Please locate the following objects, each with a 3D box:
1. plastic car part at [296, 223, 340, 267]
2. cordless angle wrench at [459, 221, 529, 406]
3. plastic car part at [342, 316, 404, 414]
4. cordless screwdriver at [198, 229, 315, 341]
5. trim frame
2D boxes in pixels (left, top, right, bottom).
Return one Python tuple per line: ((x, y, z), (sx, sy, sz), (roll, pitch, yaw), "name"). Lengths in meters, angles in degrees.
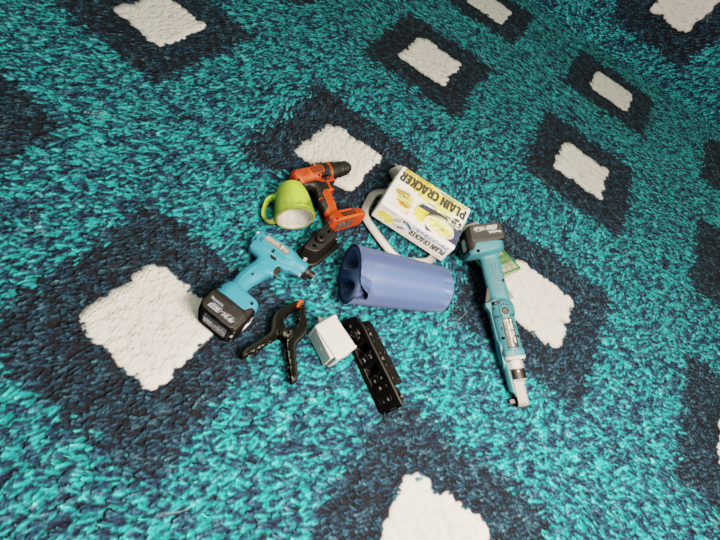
((-0.095, -0.062, 0.974), (0.067, 0.070, 0.115), (39, 52, 6), "plastic car part")
((0.329, 0.097, 0.998), (0.098, 0.073, 0.432), (-8, 73, -2), "cordless angle wrench")
((0.032, 0.184, 0.875), (0.064, 0.067, 0.209), (-15, 66, -39), "plastic car part")
((-0.209, 0.037, 0.875), (0.160, 0.074, 0.249), (32, 51, 0), "cordless screwdriver")
((0.105, -0.114, 1.103), (0.180, 0.027, 0.256), (-28, 71, -30), "trim frame")
